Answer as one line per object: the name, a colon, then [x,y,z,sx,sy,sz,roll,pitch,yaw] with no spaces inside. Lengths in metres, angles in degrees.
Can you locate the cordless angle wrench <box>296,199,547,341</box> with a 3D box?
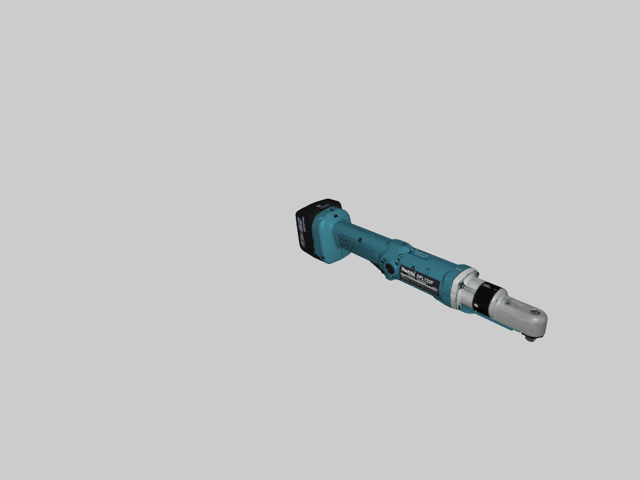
cordless angle wrench: [0.120,0.033,0.629,0.074,0.098,0.423,-26,33,-32]
